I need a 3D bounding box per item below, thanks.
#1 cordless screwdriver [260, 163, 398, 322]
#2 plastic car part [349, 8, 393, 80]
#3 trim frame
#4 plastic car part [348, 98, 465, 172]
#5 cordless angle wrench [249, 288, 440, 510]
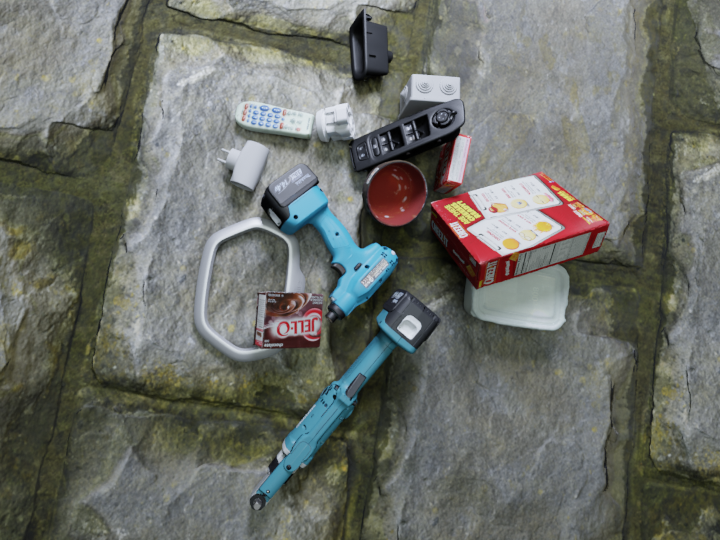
[{"bbox_3d":[-0.069,-0.045,0.708,0.248,0.075,0.158,46,70,-2],"label":"cordless screwdriver"},{"bbox_3d":[0.023,-0.401,0.773,0.069,0.068,0.117,-5,89,-21],"label":"plastic car part"},{"bbox_3d":[-0.189,0.031,0.729,0.183,0.027,0.250,6,82,-2],"label":"trim frame"},{"bbox_3d":[0.085,-0.222,0.727,0.209,0.063,0.068,-19,61,26],"label":"plastic car part"},{"bbox_3d":[-0.037,0.215,0.693,0.074,0.098,0.422,40,88,-3],"label":"cordless angle wrench"}]
